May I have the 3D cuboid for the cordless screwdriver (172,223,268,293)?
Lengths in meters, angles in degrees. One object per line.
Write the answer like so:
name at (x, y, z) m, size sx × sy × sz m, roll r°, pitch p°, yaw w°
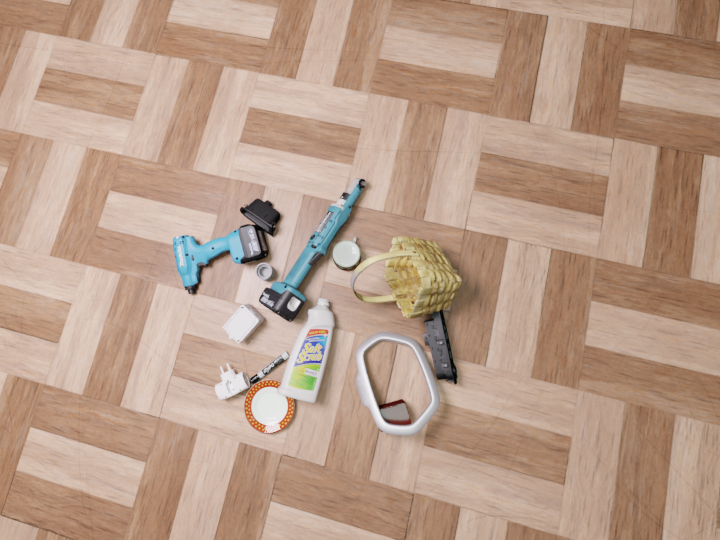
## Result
cordless screwdriver at (-0.370, -0.033, 1.121) m, size 0.252 × 0.073 × 0.159 m, roll -10°, pitch 90°, yaw 9°

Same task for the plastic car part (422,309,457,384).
plastic car part at (0.195, 0.184, 1.046) m, size 0.068 × 0.064 × 0.206 m, roll -16°, pitch 80°, yaw 9°

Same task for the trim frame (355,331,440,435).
trim frame at (0.083, 0.267, 1.025) m, size 0.183 × 0.026 × 0.258 m, roll -18°, pitch 63°, yaw -3°

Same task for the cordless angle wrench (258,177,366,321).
cordless angle wrench at (-0.108, -0.071, 1.104) m, size 0.103 × 0.070 × 0.423 m, roll 19°, pitch 73°, yaw 49°

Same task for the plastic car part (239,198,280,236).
plastic car part at (-0.264, -0.157, 1.149) m, size 0.119 × 0.065 × 0.070 m, roll 38°, pitch 70°, yaw 11°
